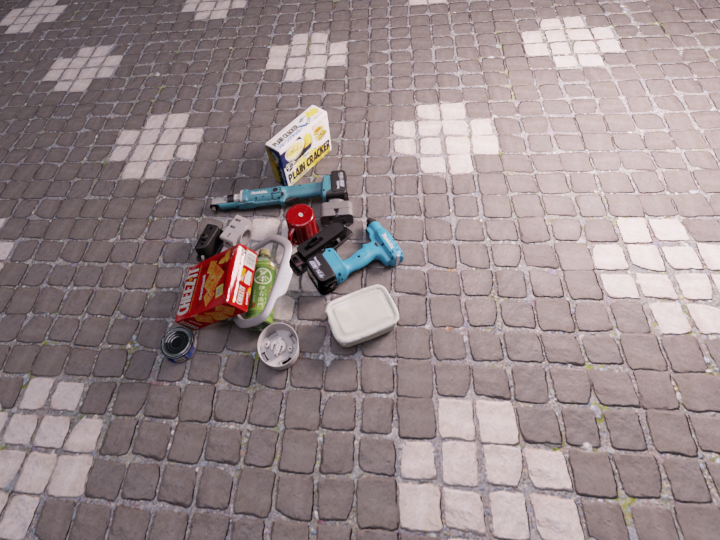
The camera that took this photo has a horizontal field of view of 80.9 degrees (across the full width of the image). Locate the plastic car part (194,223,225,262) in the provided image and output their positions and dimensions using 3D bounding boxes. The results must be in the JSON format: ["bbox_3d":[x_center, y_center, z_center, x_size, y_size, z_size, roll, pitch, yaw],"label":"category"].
[{"bbox_3d":[-0.433,-0.086,1.207,0.068,0.068,0.118,12,57,13],"label":"plastic car part"}]

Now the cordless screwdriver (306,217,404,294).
[{"bbox_3d":[-0.027,-0.047,1.131,0.245,0.072,0.167,-23,58,-12],"label":"cordless screwdriver"}]

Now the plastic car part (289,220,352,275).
[{"bbox_3d":[-0.114,-0.075,1.167,0.200,0.064,0.070,-35,54,-18],"label":"plastic car part"}]

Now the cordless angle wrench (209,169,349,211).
[{"bbox_3d":[-0.250,-0.225,1.275,0.427,0.071,0.101,-6,57,6],"label":"cordless angle wrench"}]

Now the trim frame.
[{"bbox_3d":[-0.248,0.023,1.043,0.193,0.026,0.251,-1,63,37],"label":"trim frame"}]
